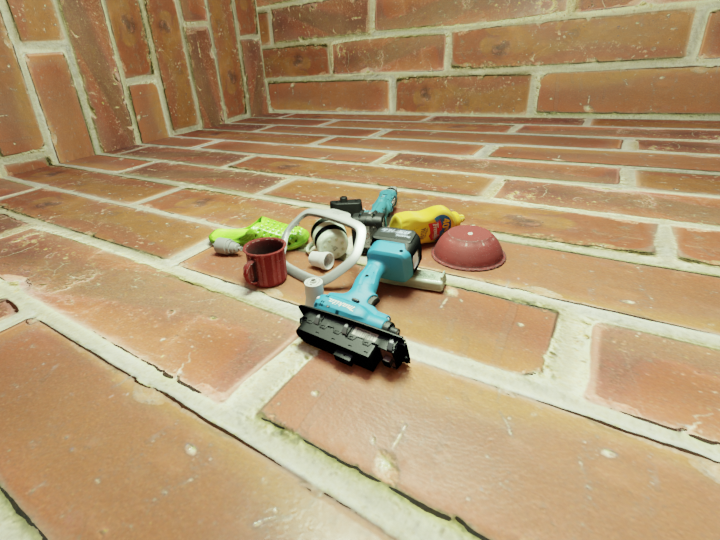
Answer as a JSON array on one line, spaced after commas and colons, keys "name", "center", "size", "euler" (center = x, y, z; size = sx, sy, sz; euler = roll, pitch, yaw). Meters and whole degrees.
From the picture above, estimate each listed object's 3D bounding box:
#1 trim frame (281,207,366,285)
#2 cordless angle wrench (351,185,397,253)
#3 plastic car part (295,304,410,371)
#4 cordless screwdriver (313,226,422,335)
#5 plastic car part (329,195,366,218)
[{"name": "trim frame", "center": [-0.091, -0.060, 0.932], "size": [0.263, 0.026, 0.184], "euler": [21, 77, 44]}, {"name": "cordless angle wrench", "center": [0.060, -0.168, 1.151], "size": [0.076, 0.095, 0.423], "euler": [0, 25, 14]}, {"name": "plastic car part", "center": [-0.026, 0.112, 0.673], "size": [0.214, 0.063, 0.067], "euler": [19, 60, 35]}, {"name": "cordless screwdriver", "center": [0.044, 0.023, 0.777], "size": [0.167, 0.071, 0.246], "euler": [14, 46, 32]}, {"name": "plastic car part", "center": [-0.039, -0.175, 1.196], "size": [0.117, 0.069, 0.067], "euler": [1, 25, 4]}]
